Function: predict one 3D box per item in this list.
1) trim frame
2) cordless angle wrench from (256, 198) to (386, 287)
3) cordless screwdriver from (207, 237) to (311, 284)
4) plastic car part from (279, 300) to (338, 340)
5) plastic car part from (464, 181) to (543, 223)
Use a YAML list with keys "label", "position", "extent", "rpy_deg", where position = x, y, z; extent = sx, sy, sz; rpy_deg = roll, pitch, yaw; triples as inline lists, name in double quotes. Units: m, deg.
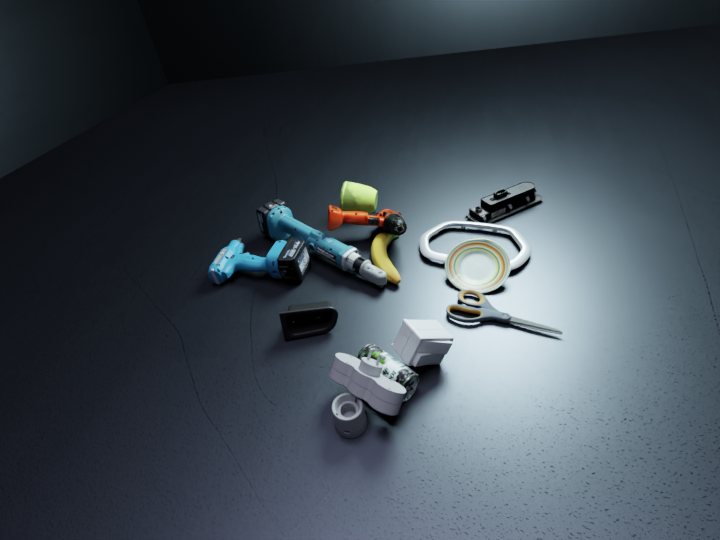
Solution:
- label: "trim frame"
  position: [0.262, -0.059, 0.989]
  extent: [0.259, 0.026, 0.184]
  rpy_deg: [10, 42, 23]
- label: "cordless angle wrench"
  position: [-0.103, -0.067, 1.054]
  extent: [0.073, 0.094, 0.447]
  rpy_deg: [-33, 45, -32]
- label: "cordless screwdriver"
  position: [-0.249, -0.036, 1.067]
  extent: [0.256, 0.071, 0.161]
  rpy_deg: [-2, 39, 18]
- label: "plastic car part"
  position: [-0.107, 0.093, 0.881]
  extent: [0.116, 0.064, 0.073]
  rpy_deg: [-10, 23, -3]
- label: "plastic car part"
  position: [0.371, -0.180, 1.086]
  extent: [0.200, 0.065, 0.070]
  rpy_deg: [-19, 31, -13]
